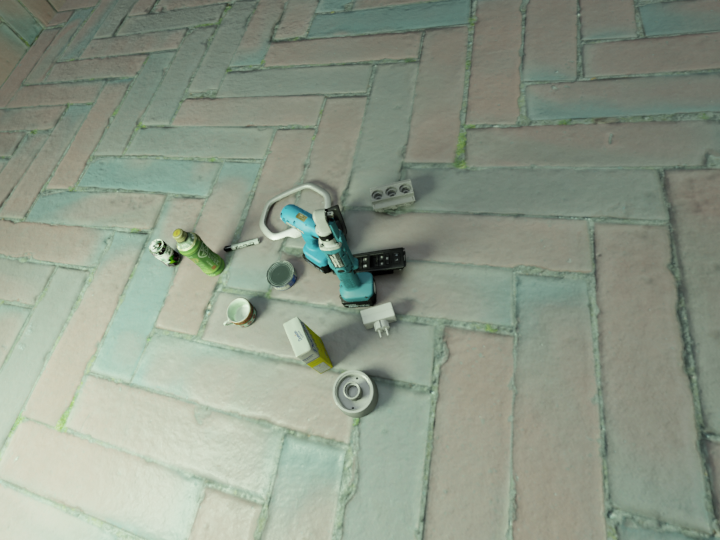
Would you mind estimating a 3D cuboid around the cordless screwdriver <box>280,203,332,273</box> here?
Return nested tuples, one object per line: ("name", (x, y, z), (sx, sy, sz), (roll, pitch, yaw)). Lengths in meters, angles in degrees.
("cordless screwdriver", (-0.111, -0.072, 1.133), (0.167, 0.238, 0.074), (31, 74, 26))

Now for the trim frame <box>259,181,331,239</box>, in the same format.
("trim frame", (-0.209, -0.188, 1.349), (0.249, 0.026, 0.192), (-24, 59, 4))

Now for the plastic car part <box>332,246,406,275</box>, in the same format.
("plastic car part", (0.024, -0.014, 1.162), (0.207, 0.064, 0.068), (-5, 62, 14))

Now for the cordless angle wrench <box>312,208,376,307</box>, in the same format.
("cordless angle wrench", (-0.042, -0.021, 0.987), (0.100, 0.404, 0.076), (-5, 63, 11))

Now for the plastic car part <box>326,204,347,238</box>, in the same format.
("plastic car part", (-0.073, -0.125, 1.249), (0.066, 0.068, 0.121), (-23, 59, 2))
